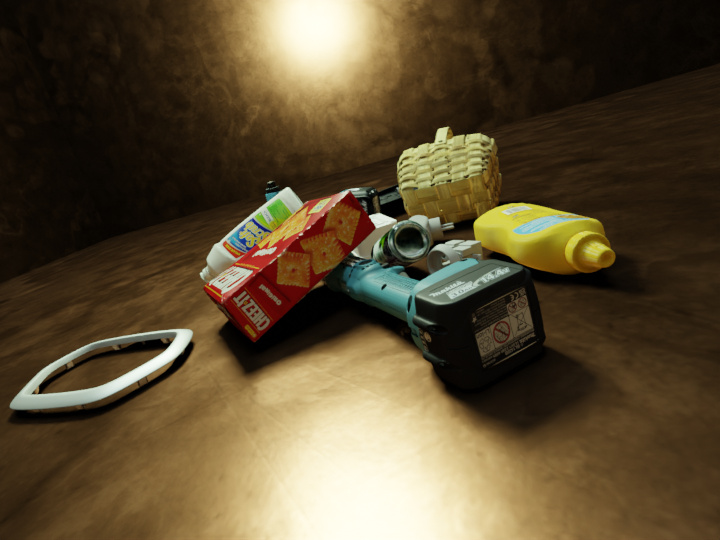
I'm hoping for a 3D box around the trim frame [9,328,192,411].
[{"bbox_3d":[-0.341,0.127,0.568,0.255,0.027,0.184,-13,19,19],"label":"trim frame"}]

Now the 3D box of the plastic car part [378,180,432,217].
[{"bbox_3d":[0.089,-0.161,0.999,0.200,0.064,0.070,-19,41,-10],"label":"plastic car part"}]

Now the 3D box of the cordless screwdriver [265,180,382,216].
[{"bbox_3d":[-0.086,-0.131,0.897,0.257,0.156,0.073,-7,14,24],"label":"cordless screwdriver"}]

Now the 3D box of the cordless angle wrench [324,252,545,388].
[{"bbox_3d":[0.016,0.014,0.513,0.096,0.073,0.440,-23,16,-20],"label":"cordless angle wrench"}]
